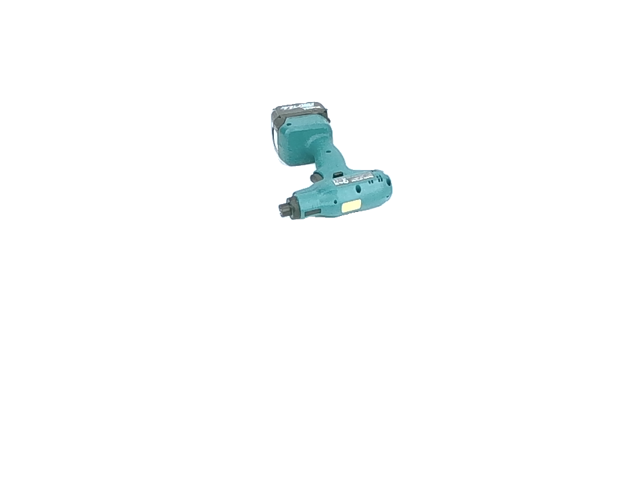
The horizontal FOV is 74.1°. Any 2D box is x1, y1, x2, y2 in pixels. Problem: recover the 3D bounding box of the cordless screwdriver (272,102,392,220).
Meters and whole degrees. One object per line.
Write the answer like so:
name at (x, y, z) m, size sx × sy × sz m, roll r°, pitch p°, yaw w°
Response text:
cordless screwdriver at (-0.017, -0.120, 0.649) m, size 0.159 × 0.074 × 0.249 m, roll -15°, pitch 45°, yaw -17°
